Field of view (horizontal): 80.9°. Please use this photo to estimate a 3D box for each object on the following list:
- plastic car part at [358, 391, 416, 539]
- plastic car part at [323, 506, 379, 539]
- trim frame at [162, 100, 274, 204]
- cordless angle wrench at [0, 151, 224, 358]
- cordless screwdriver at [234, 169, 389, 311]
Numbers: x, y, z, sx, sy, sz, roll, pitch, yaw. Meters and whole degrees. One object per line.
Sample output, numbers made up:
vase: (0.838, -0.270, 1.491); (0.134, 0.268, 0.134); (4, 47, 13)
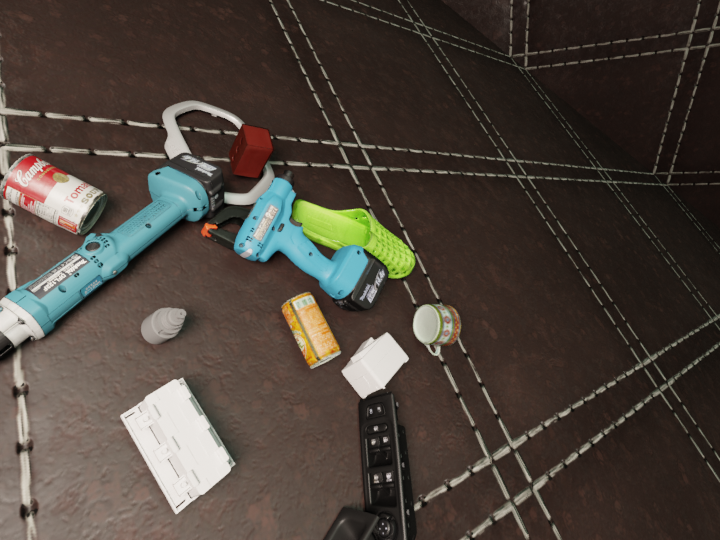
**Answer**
plastic car part: (0.039, 0.283, 0.590); (0.063, 0.068, 0.209); (42, 36, -42)
plastic car part: (-0.014, 0.358, 0.499); (0.070, 0.068, 0.115); (54, 47, -12)
trim frame: (-0.261, -0.220, 0.779); (0.178, 0.028, 0.254); (-20, 72, -43)
cordless angle wrench: (-0.335, -0.015, 0.541); (0.100, 0.073, 0.422); (24, 49, 11)
cordless screwdriver: (-0.068, -0.045, 0.699); (0.241, 0.076, 0.160); (31, 70, -17)
